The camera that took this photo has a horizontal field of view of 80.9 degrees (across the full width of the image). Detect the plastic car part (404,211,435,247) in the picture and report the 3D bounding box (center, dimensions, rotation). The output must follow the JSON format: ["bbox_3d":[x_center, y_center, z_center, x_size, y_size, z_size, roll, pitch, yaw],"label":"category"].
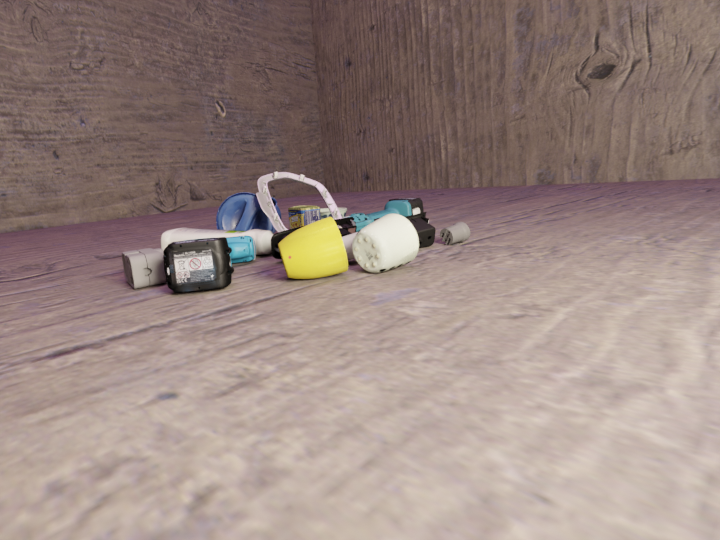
[{"bbox_3d":[0.099,-0.067,0.826,0.113,0.064,0.075,-15,29,-28],"label":"plastic car part"}]

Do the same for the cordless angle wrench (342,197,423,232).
[{"bbox_3d":[-0.006,-0.111,1.021,0.408,0.073,0.103,-20,19,-41],"label":"cordless angle wrench"}]

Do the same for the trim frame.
[{"bbox_3d":[-0.139,-0.150,0.944,0.178,0.027,0.261,-6,48,-24],"label":"trim frame"}]

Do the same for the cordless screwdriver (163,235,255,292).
[{"bbox_3d":[-0.277,-0.022,0.732,0.159,0.074,0.252,-6,9,-3],"label":"cordless screwdriver"}]

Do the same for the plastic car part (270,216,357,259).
[{"bbox_3d":[-0.081,-0.053,0.831,0.195,0.065,0.071,-12,39,-33],"label":"plastic car part"}]
